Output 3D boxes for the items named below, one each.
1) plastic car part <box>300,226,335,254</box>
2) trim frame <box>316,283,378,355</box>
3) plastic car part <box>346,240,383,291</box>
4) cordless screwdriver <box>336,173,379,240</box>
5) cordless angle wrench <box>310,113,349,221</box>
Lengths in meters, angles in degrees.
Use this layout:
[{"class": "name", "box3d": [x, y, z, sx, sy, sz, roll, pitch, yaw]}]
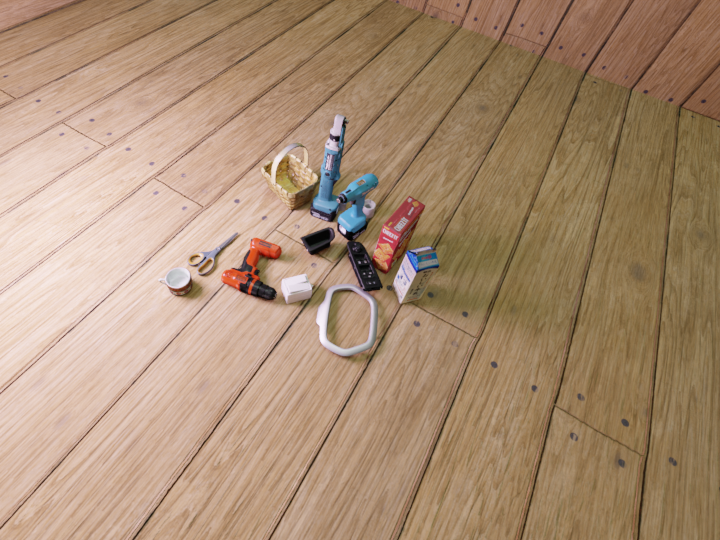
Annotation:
[{"class": "plastic car part", "box3d": [-0.138, -0.090, 1.411, 0.114, 0.069, 0.069, -24, 62, -23]}, {"class": "trim frame", "box3d": [-0.039, 0.144, 1.278, 0.184, 0.027, 0.254, 8, 53, -1]}, {"class": "plastic car part", "box3d": [0.006, -0.010, 1.372, 0.065, 0.066, 0.212, -10, 56, -16]}, {"class": "cordless screwdriver", "box3d": [-0.030, -0.197, 1.393, 0.156, 0.244, 0.077, -36, 69, -30]}, {"class": "cordless angle wrench", "box3d": [-0.096, -0.327, 1.374, 0.099, 0.415, 0.075, 23, 54, 4]}]
